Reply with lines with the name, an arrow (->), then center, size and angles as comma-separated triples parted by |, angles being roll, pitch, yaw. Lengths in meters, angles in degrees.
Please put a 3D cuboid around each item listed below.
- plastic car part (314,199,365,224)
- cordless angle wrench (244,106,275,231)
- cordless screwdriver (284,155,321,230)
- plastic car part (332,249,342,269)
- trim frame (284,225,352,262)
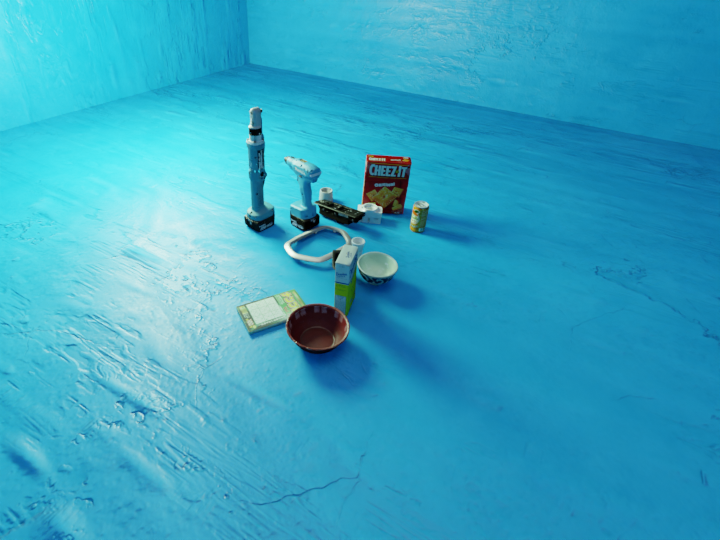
plastic car part -> -0.081, -0.213, 1.554 | 0.213, 0.065, 0.065 | 27, 42, 29
cordless angle wrench -> -0.342, -0.328, 1.403 | 0.078, 0.412, 0.095 | 30, 42, 29
cordless screwdriver -> -0.210, -0.273, 1.479 | 0.072, 0.242, 0.168 | -27, 47, -37
plastic car part -> -0.056, -0.003, 1.275 | 0.066, 0.069, 0.119 | 4, 37, -1
trim frame -> -0.139, -0.091, 1.421 | 0.194, 0.027, 0.242 | 30, 45, 31
